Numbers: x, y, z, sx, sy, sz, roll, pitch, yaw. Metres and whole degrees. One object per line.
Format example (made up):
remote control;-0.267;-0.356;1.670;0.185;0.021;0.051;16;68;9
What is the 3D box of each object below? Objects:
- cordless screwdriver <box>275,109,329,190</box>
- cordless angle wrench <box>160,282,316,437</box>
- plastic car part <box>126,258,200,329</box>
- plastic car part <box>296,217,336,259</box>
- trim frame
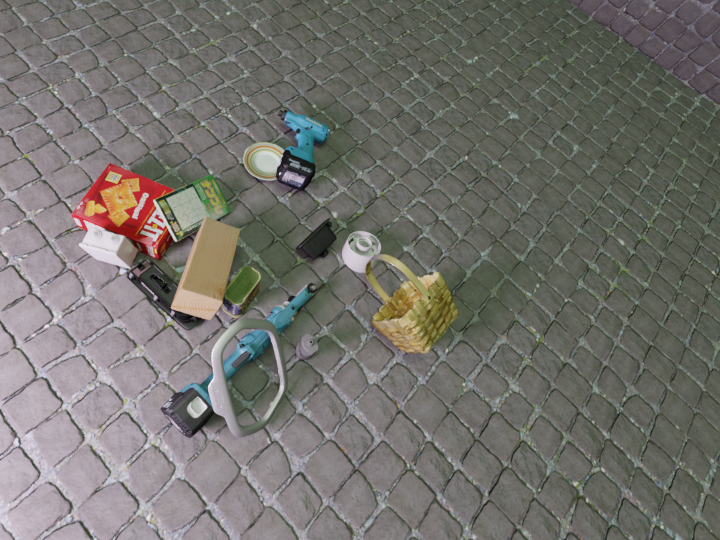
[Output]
cordless screwdriver;-0.183;-0.351;1.190;0.155;0.075;0.254;21;52;-15
cordless angle wrench;-0.238;0.166;0.924;0.073;0.100;0.418;50;57;-10
plastic car part;-0.436;0.047;0.954;0.206;0.067;0.065;42;53;6
plastic car part;-0.107;-0.070;1.093;0.070;0.067;0.116;44;64;-8
trim frame;-0.223;0.213;0.856;0.029;0.243;0.179;5;22;37
